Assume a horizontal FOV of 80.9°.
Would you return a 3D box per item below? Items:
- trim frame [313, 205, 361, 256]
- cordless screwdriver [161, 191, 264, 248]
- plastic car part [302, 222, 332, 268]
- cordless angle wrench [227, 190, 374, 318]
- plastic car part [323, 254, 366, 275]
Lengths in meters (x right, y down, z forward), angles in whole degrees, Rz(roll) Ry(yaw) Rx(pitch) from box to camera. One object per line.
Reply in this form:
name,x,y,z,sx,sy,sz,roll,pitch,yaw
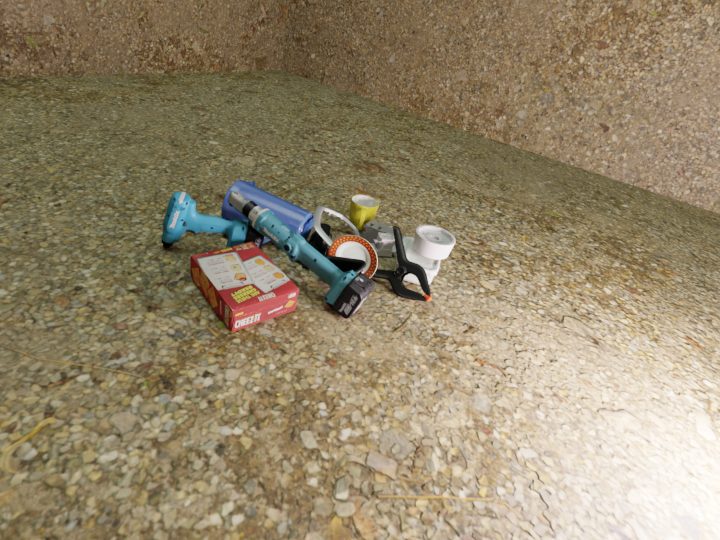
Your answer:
trim frame,-0.060,-0.106,1.204,0.179,0.028,0.254,32,23,-16
cordless screwdriver,-0.378,-0.091,1.081,0.241,0.159,0.077,19,32,-19
plastic car part,-0.116,-0.076,1.183,0.067,0.065,0.207,5,30,0
cordless angle wrench,-0.161,-0.059,1.007,0.434,0.097,0.072,39,34,13
plastic car part,-0.044,0.010,1.057,0.120,0.068,0.066,8,43,18
